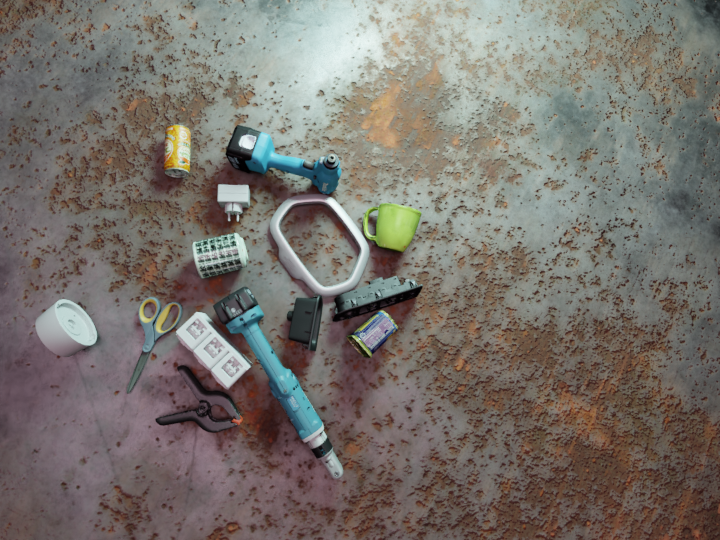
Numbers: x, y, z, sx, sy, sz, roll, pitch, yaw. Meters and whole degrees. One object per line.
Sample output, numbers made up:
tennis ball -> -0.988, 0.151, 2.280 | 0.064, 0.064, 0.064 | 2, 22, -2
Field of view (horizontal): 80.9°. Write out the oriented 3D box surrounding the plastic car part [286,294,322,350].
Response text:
plastic car part -> -0.122, 0.108, 0.896 | 0.072, 0.064, 0.118 | 3, 76, 8

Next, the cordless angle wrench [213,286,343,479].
cordless angle wrench -> -0.154, 0.231, 0.853 | 0.074, 0.098, 0.425 | -32, 87, -8

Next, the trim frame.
trim frame -> -0.092, -0.060, 0.945 | 0.183, 0.027, 0.250 | -37, 86, -11

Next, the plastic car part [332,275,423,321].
plastic car part -> 0.028, 0.056, 0.913 | 0.201, 0.065, 0.069 | -22, 74, -9

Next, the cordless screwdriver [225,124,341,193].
cordless screwdriver -> -0.161, -0.241, 0.907 | 0.249, 0.158, 0.075 | 18, 80, -1
